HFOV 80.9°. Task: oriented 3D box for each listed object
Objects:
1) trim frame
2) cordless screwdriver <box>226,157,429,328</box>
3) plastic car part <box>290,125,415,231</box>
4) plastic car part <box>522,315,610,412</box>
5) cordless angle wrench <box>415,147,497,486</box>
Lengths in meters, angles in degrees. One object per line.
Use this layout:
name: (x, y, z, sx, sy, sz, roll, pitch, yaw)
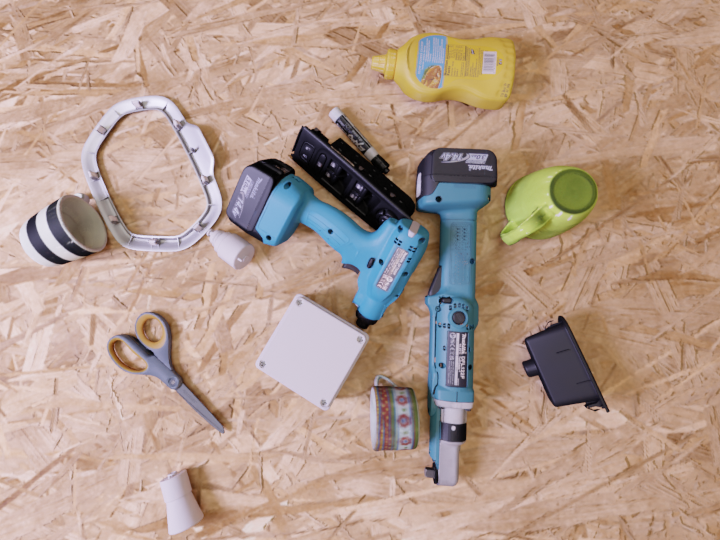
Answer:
trim frame: (-0.304, -0.143, 0.615, 0.184, 0.027, 0.252, -27, 80, -2)
cordless screwdriver: (-0.054, -0.036, 0.557, 0.253, 0.074, 0.158, 28, 115, 8)
plastic car part: (-0.002, -0.120, 0.581, 0.206, 0.066, 0.066, 45, 47, 9)
plastic car part: (0.249, 0.124, 0.541, 0.072, 0.064, 0.118, -26, 80, 12)
cordless angle wrench: (0.118, 0.057, 0.548, 0.098, 0.074, 0.425, 3, 85, 1)
